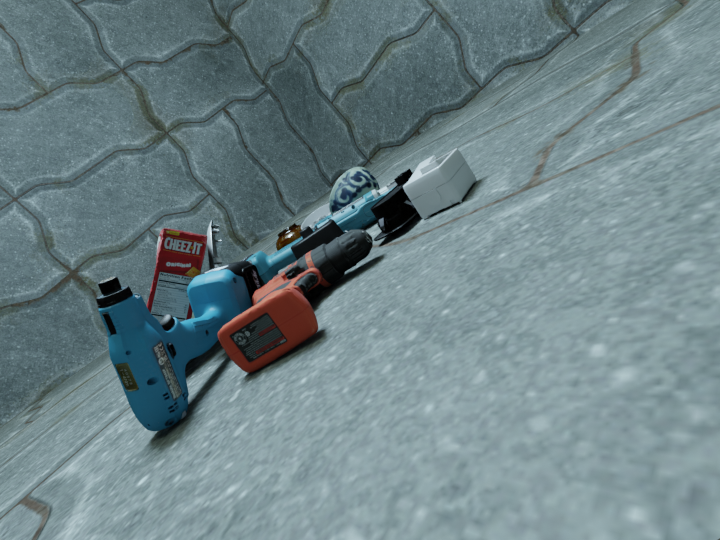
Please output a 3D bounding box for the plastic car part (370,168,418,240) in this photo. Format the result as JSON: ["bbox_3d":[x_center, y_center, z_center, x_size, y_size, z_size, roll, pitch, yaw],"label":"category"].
[{"bbox_3d":[0.074,-0.112,0.634,0.069,0.065,0.201,-16,24,41],"label":"plastic car part"}]

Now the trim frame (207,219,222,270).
[{"bbox_3d":[-0.254,0.003,0.758,0.027,0.182,0.257,-6,11,-19],"label":"trim frame"}]

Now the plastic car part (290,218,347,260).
[{"bbox_3d":[-0.070,-0.046,0.720,0.117,0.070,0.067,-30,9,4],"label":"plastic car part"}]

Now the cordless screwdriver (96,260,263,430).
[{"bbox_3d":[-0.205,0.048,0.513,0.076,0.156,0.248,-13,15,15],"label":"cordless screwdriver"}]

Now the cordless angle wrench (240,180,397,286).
[{"bbox_3d":[-0.057,-0.074,0.796,0.428,0.073,0.099,-29,12,12],"label":"cordless angle wrench"}]
